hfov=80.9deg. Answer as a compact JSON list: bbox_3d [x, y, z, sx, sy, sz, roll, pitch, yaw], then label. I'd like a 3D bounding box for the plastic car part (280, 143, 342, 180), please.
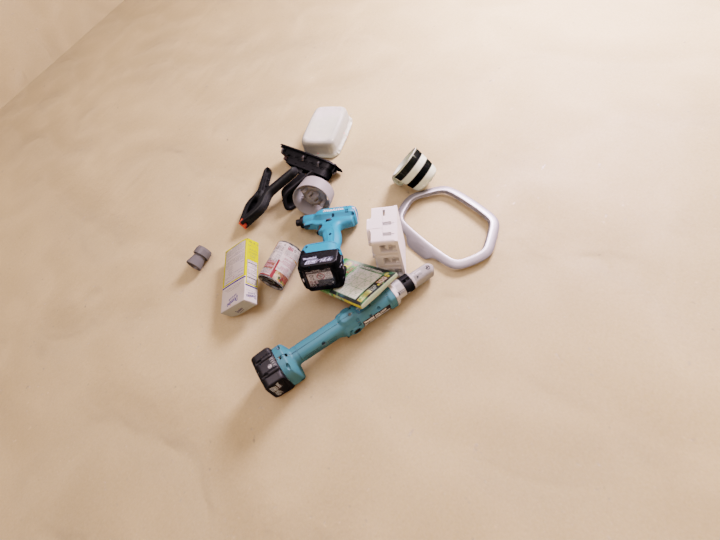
[{"bbox_3d":[-0.146,-0.298,1.183,0.213,0.063,0.067,22,78,29],"label":"plastic car part"}]

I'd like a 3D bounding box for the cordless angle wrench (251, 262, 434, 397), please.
[{"bbox_3d":[-0.021,0.106,0.876,0.421,0.094,0.078,-33,59,-7],"label":"cordless angle wrench"}]

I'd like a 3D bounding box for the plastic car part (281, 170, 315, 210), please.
[{"bbox_3d":[-0.174,-0.224,1.154,0.116,0.062,0.075,-36,41,-1],"label":"plastic car part"}]

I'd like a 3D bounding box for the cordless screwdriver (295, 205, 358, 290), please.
[{"bbox_3d":[-0.096,-0.063,0.983,0.163,0.071,0.254,-7,39,14],"label":"cordless screwdriver"}]

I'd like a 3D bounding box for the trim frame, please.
[{"bbox_3d":[0.193,-0.103,0.966,0.183,0.026,0.262,-40,57,-9],"label":"trim frame"}]
